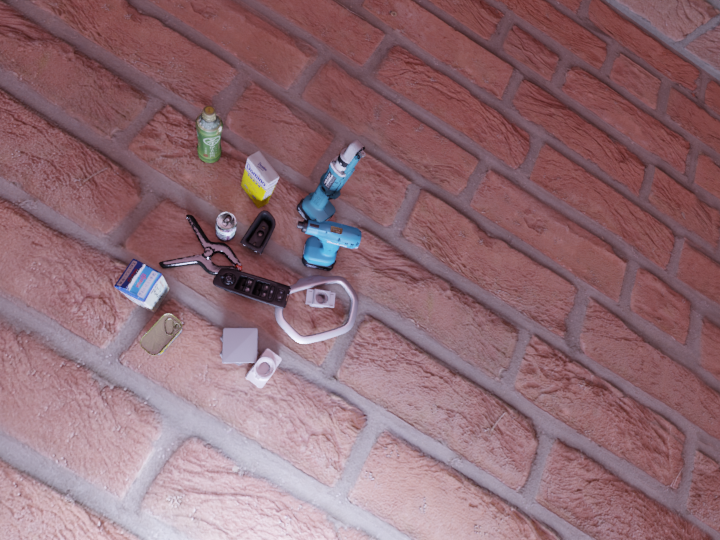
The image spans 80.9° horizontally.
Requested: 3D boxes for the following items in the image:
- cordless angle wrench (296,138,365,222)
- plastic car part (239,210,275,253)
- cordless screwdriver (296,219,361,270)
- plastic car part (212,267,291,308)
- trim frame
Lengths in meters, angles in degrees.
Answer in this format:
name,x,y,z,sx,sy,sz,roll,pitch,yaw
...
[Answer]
name,x,y,z,sx,sy,sz,roll,pitch,yaw
cordless angle wrench,-0.075,-0.221,1.087,0.073,0.427,0.098,-38,91,-23
plastic car part,-0.283,-0.104,1.188,0.065,0.071,0.117,29,69,-8
cordless screwdriver,-0.110,-0.072,1.126,0.156,0.251,0.075,14,73,-14
plastic car part,-0.294,0.047,1.141,0.200,0.067,0.067,19,70,-9
trim frame,-0.120,0.103,1.190,0.243,0.028,0.187,-14,77,-18
